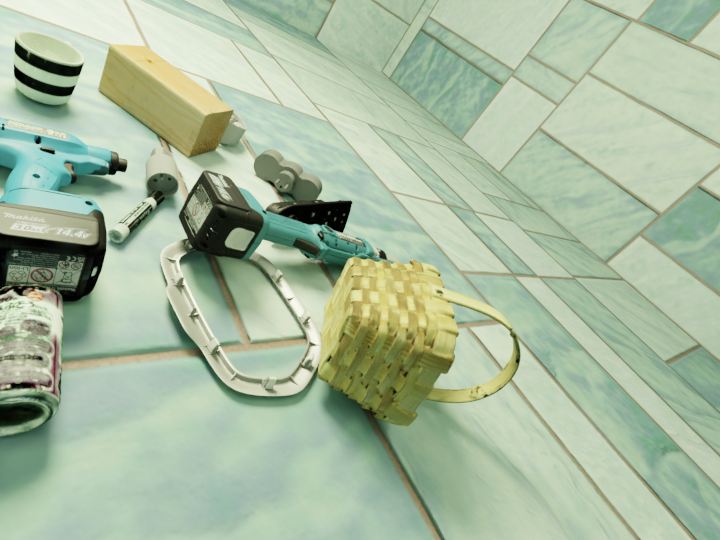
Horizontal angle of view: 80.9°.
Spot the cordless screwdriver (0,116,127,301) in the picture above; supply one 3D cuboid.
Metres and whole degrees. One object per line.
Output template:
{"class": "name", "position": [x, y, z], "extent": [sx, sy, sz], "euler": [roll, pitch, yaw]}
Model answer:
{"class": "cordless screwdriver", "position": [-0.322, -0.079, 0.461], "extent": [0.151, 0.074, 0.262], "euler": [5, 37, -43]}

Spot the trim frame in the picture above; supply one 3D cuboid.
{"class": "trim frame", "position": [-0.141, 0.041, 0.511], "extent": [0.176, 0.027, 0.260], "euler": [-5, 48, -48]}

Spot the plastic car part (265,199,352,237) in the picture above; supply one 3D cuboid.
{"class": "plastic car part", "position": [-0.093, -0.096, 0.730], "extent": [0.070, 0.066, 0.196], "euler": [34, 27, 20]}

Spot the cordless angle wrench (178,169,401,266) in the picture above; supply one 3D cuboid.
{"class": "cordless angle wrench", "position": [-0.064, -0.042, 0.653], "extent": [0.400, 0.074, 0.103], "euler": [14, 29, -47]}
